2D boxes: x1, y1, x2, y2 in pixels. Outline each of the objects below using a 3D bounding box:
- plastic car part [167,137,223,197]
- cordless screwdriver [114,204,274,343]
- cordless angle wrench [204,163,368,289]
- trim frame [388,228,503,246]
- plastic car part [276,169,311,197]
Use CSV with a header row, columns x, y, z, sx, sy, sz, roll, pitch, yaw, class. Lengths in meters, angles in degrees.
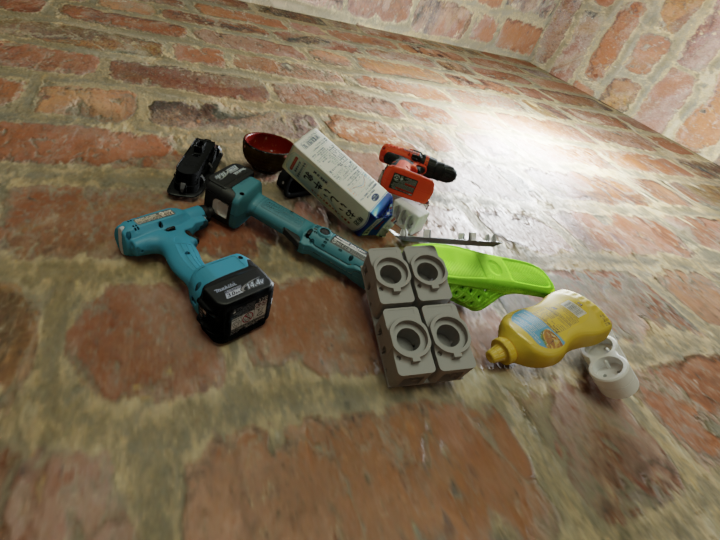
x,y,z,sx,sy,sz,roll,pitch,yaw,class
-0.315,-0.208,0.819,0.065,0.067,0.209,17,40,-15,plastic car part
-0.221,-0.018,0.613,0.261,0.073,0.155,34,41,26,cordless screwdriver
-0.069,-0.045,0.706,0.433,0.073,0.097,30,40,12,cordless angle wrench
0.141,-0.058,0.729,0.188,0.027,0.244,4,7,11,trim frame
-0.124,-0.194,0.878,0.113,0.064,0.075,-18,36,-32,plastic car part
